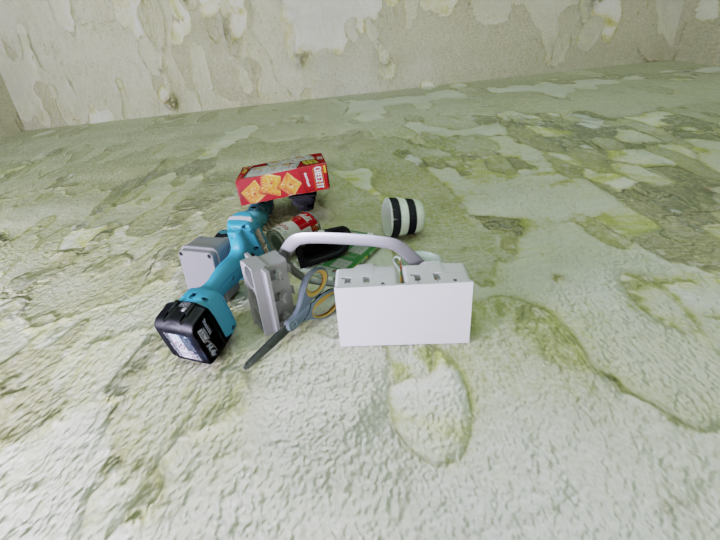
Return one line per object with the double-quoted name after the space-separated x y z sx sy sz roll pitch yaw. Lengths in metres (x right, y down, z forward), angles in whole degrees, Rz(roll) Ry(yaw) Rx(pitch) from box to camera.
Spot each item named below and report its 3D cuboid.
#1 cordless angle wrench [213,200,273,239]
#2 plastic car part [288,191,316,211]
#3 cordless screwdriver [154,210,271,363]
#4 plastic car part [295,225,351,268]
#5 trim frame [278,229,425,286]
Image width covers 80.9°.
-0.254 -0.126 1.017 0.099 0.072 0.433 -5 29 2 "cordless angle wrench"
-0.140 -0.195 1.102 0.067 0.065 0.208 -12 27 2 "plastic car part"
-0.216 0.038 0.700 0.077 0.152 0.251 3 47 21 "cordless screwdriver"
-0.083 -0.054 0.851 0.114 0.065 0.074 -17 15 -21 "plastic car part"
-0.015 -0.010 0.685 0.254 0.176 0.028 3 58 13 "trim frame"
